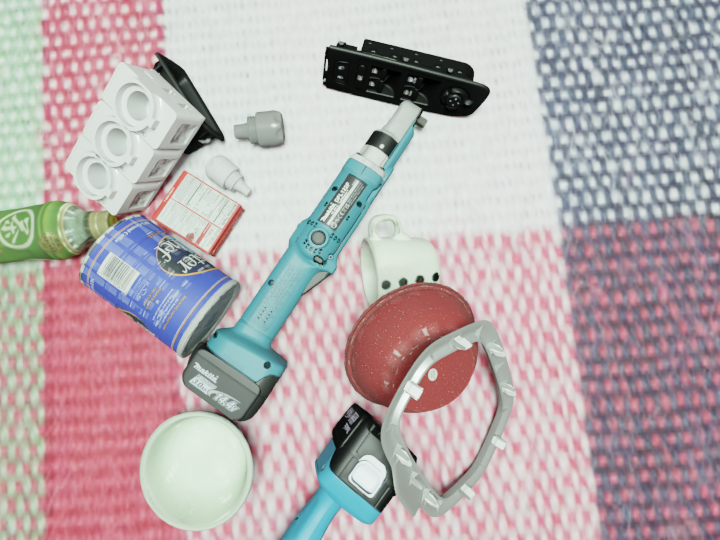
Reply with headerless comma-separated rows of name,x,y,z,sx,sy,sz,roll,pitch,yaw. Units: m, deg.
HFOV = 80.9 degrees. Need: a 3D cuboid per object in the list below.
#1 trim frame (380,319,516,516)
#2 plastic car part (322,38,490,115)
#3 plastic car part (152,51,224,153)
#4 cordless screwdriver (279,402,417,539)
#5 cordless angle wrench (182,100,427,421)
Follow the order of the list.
trim frame,0.098,0.158,0.427,0.182,0.237,0.029,-42,40,-19
plastic car part,0.057,-0.245,0.533,0.205,0.065,0.068,18,59,4
plastic car part,-0.233,-0.199,0.535,0.072,0.065,0.117,-29,89,12
cordless screwdriver,-0.046,0.265,0.425,0.075,0.159,0.248,39,84,0
cordless angle wrench,-0.049,-0.032,0.504,0.099,0.074,0.423,33,83,2
